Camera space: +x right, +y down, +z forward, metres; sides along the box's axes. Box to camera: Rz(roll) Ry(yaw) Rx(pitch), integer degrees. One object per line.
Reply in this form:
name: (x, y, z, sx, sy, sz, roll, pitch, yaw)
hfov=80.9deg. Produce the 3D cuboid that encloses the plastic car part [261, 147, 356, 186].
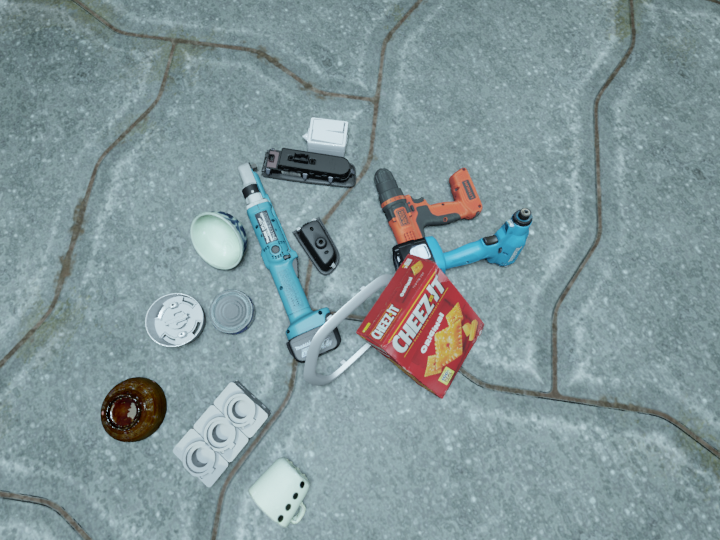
plastic car part: (-0.105, -0.223, 0.889, 0.203, 0.066, 0.067, 10, 69, -1)

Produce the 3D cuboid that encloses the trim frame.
trim frame: (-0.006, 0.104, 0.740, 0.246, 0.176, 0.029, -42, 53, -18)

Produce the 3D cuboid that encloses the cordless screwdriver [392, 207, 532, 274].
cordless screwdriver: (0.188, -0.040, 0.787, 0.248, 0.154, 0.077, -13, 62, -3)

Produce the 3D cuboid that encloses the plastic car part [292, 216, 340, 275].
plastic car part: (-0.082, -0.053, 0.836, 0.065, 0.069, 0.120, -30, 76, -8)

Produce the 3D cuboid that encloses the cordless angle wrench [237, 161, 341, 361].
cordless angle wrench: (-0.162, -0.033, 0.833, 0.097, 0.073, 0.434, -23, 74, -7)
